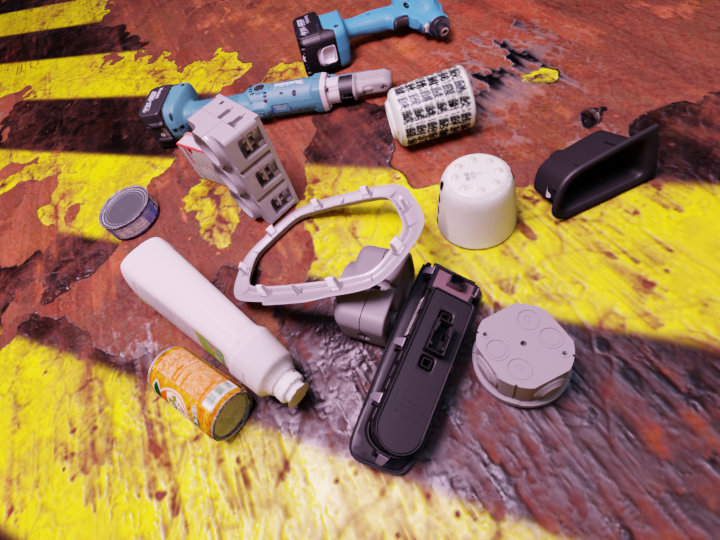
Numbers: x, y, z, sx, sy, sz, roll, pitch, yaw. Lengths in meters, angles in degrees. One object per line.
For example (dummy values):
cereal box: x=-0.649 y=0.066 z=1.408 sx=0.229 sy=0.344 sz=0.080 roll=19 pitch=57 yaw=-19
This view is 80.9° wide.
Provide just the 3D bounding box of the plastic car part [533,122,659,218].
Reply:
plastic car part: x=0.242 y=-0.113 z=0.458 sx=0.117 sy=0.063 sz=0.074 roll=-25 pitch=39 yaw=5

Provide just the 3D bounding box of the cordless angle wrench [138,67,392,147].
cordless angle wrench: x=-0.160 y=-0.282 z=0.702 sx=0.433 sy=0.071 sz=0.100 roll=-2 pitch=57 yaw=15

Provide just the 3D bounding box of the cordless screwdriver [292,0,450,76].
cordless screwdriver: x=0.016 y=-0.407 z=0.721 sx=0.249 sy=0.071 sz=0.166 roll=-20 pitch=54 yaw=1

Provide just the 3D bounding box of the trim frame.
trim frame: x=-0.046 y=-0.030 z=0.475 sx=0.259 sy=0.026 sz=0.186 roll=-6 pitch=46 yaw=34

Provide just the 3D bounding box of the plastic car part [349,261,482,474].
plastic car part: x=0.058 y=0.083 z=0.381 sx=0.066 sy=0.067 sz=0.203 roll=29 pitch=71 yaw=-2
